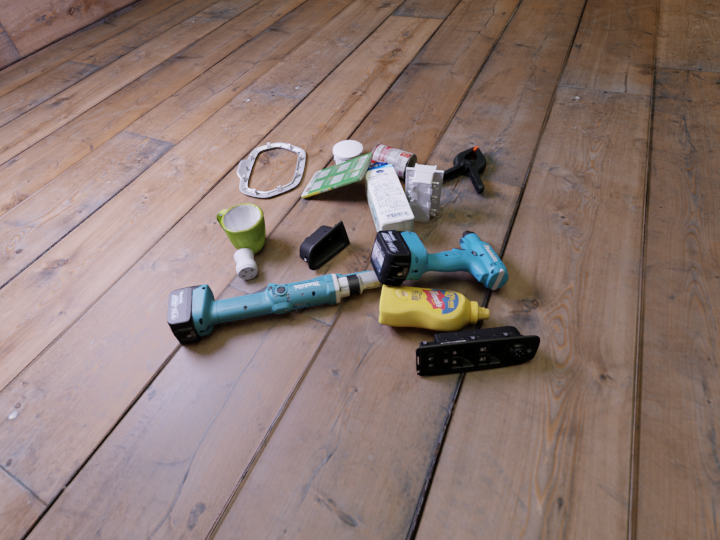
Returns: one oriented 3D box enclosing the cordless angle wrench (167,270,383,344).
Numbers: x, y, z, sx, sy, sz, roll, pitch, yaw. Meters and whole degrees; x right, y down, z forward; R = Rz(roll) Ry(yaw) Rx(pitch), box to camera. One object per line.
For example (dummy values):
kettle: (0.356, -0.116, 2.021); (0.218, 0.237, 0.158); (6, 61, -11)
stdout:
cordless angle wrench: (-0.154, 0.053, 0.828); (0.420, 0.072, 0.102); (-10, 48, -4)

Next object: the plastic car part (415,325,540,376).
plastic car part: (0.193, 0.132, 0.717); (0.205, 0.064, 0.068); (-5, 22, 5)

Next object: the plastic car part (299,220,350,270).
plastic car part: (-0.091, -0.059, 0.928); (0.115, 0.063, 0.075); (-39, 40, -21)

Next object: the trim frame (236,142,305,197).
trim frame: (-0.246, -0.285, 1.166); (0.187, 0.026, 0.255); (-2, 50, 8)

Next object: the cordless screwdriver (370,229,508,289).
cordless screwdriver: (0.146, -0.036, 0.833); (0.245, 0.073, 0.165); (3, 37, -10)
